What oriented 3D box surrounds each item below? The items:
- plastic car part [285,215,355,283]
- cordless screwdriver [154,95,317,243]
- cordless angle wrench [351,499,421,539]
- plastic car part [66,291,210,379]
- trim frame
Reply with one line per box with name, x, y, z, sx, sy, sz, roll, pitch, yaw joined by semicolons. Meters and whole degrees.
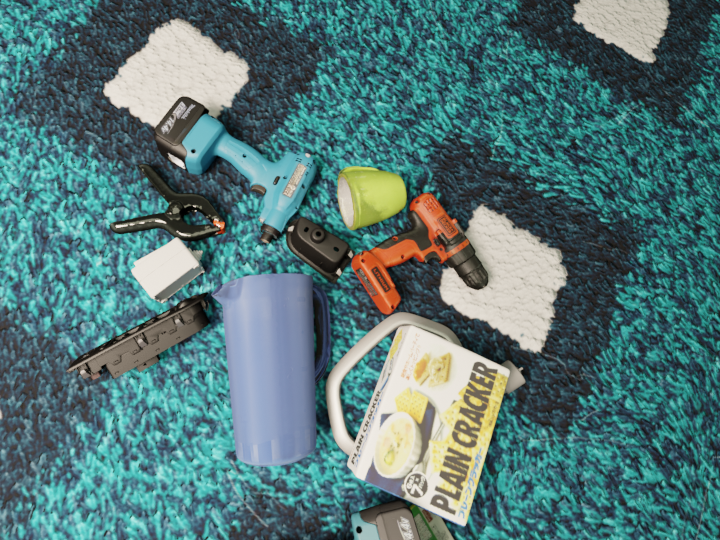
plastic car part;-0.065;-0.043;0.665;0.116;0.071;0.066;35;71;-2
cordless screwdriver;-0.208;-0.159;0.678;0.247;0.075;0.160;26;74;-5
cordless angle wrench;-0.129;0.392;0.520;0.423;0.071;0.102;-17;59;0
plastic car part;-0.301;0.098;0.604;0.201;0.067;0.067;-34;95;-14
trim frame;0.059;0.179;0.647;0.246;0.027;0.187;-41;83;-17
